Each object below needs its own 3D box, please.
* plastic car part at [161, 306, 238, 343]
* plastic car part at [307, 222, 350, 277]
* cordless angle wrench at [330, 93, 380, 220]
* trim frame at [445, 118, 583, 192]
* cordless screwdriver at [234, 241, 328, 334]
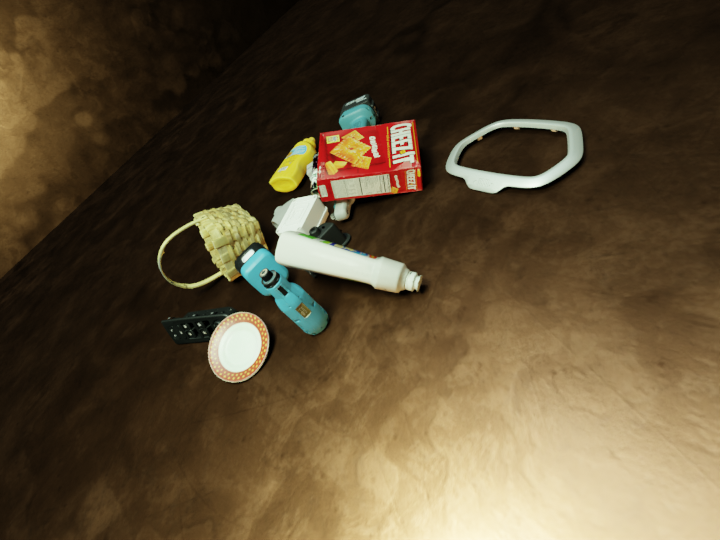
[{"bbox_3d":[-0.329,0.114,0.899,0.211,0.065,0.066,-8,21,34],"label":"plastic car part"},{"bbox_3d":[-0.084,-0.055,0.861,0.116,0.067,0.070,-48,41,-8],"label":"plastic car part"},{"bbox_3d":[-0.018,-0.279,1.033,0.101,0.070,0.432,-15,46,26],"label":"cordless angle wrench"},{"bbox_3d":[0.274,-0.214,0.775,0.183,0.026,0.263,-48,41,-13],"label":"trim frame"},{"bbox_3d":[-0.169,0.014,0.792,0.074,0.151,0.263,-46,37,-8],"label":"cordless screwdriver"}]
